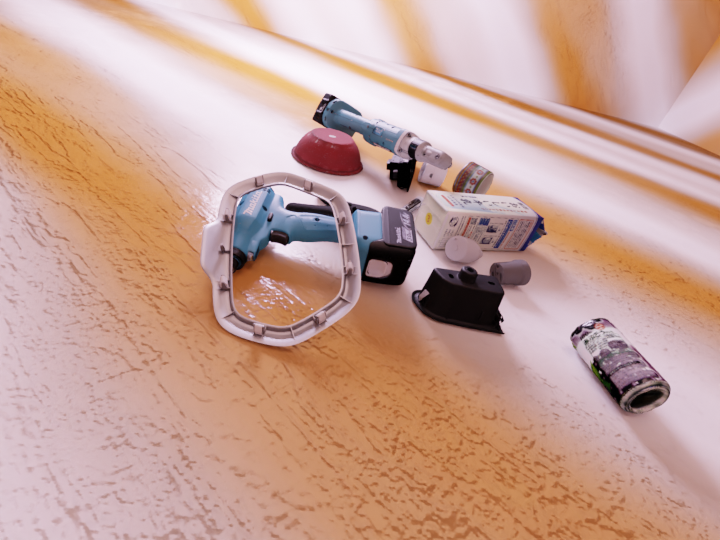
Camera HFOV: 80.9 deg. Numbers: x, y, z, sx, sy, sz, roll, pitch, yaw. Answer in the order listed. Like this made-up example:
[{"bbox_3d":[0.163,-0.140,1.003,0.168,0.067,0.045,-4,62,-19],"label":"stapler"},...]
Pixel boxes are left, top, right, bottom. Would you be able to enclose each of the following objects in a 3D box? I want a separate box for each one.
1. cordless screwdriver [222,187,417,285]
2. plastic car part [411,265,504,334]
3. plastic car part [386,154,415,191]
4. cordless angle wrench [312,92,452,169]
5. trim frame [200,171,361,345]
[{"bbox_3d":[-0.055,-0.036,0.566,0.250,0.073,0.162,11,44,1],"label":"cordless screwdriver"},{"bbox_3d":[0.135,0.029,0.546,0.115,0.070,0.068,13,32,-10],"label":"plastic car part"},{"bbox_3d":[0.096,-0.237,0.935,0.069,0.064,0.203,0,30,19],"label":"plastic car part"},{"bbox_3d":[0.036,-0.292,0.897,0.093,0.074,0.448,20,15,-41],"label":"cordless angle wrench"},{"bbox_3d":[-0.095,-0.029,0.504,0.183,0.027,0.257,-4,58,-4],"label":"trim frame"}]
